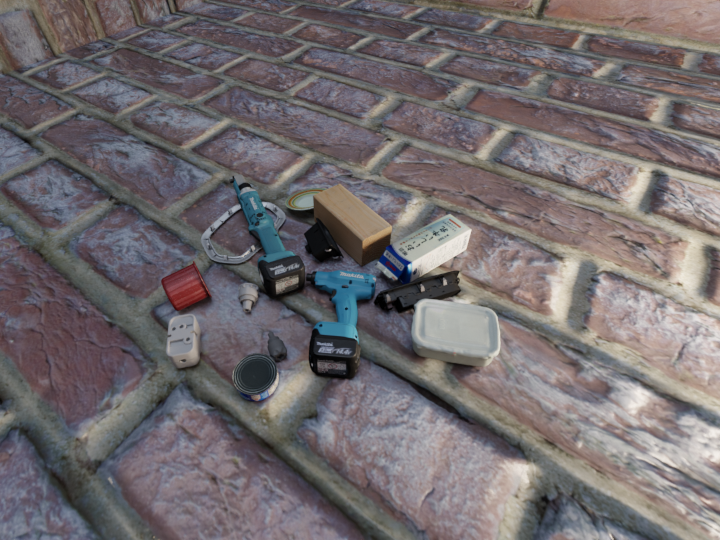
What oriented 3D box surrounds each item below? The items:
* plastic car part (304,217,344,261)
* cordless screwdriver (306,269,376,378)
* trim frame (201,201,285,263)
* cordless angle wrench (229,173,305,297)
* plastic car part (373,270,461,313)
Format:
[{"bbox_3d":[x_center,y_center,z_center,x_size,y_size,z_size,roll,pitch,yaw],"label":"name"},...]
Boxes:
[{"bbox_3d":[-0.102,-0.067,1.043,0.071,0.062,0.123,-38,49,6],"label":"plastic car part"},{"bbox_3d":[-0.060,0.094,0.883,0.162,0.072,0.253,6,44,8],"label":"cordless screwdriver"},{"bbox_3d":[-0.308,-0.109,1.118,0.191,0.026,0.247,21,50,21],"label":"trim frame"},{"bbox_3d":[-0.253,-0.118,1.066,0.096,0.072,0.445,-18,50,-18],"label":"cordless angle wrench"},{"bbox_3d":[0.135,0.049,0.917,0.199,0.064,0.070,-20,59,-15],"label":"plastic car part"}]
